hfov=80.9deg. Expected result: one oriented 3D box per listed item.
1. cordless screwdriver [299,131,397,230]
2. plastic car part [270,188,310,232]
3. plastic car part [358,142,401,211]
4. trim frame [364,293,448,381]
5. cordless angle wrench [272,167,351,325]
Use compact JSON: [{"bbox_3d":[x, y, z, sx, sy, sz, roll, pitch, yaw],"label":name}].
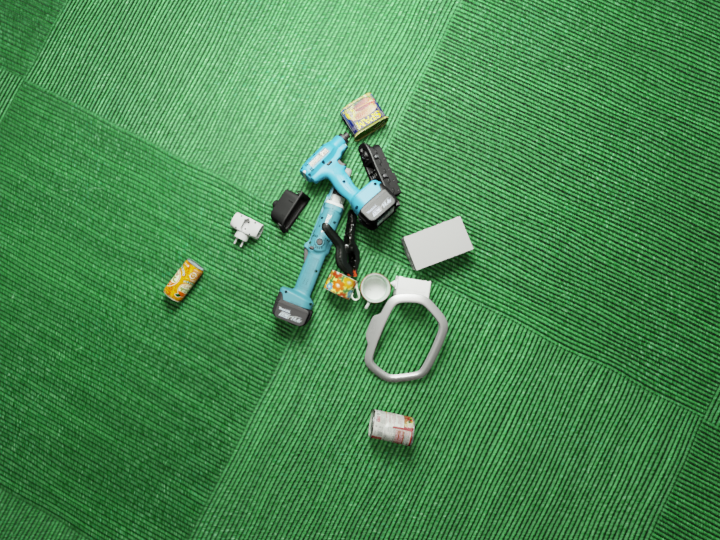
[{"bbox_3d":[-0.013,-0.227,1.046,0.256,0.072,0.159,42,82,15],"label":"cordless screwdriver"},{"bbox_3d":[-0.195,-0.165,1.106,0.073,0.064,0.116,38,92,17],"label":"plastic car part"},{"bbox_3d":[0.056,-0.245,1.092,0.066,0.066,0.204,-26,86,-10],"label":"plastic car part"},{"bbox_3d":[0.108,0.171,1.050,0.184,0.028,0.246,20,107,0],"label":"trim frame"},{"bbox_3d":[-0.106,-0.070,1.087,0.099,0.074,0.423,21,85,3],"label":"cordless angle wrench"}]
